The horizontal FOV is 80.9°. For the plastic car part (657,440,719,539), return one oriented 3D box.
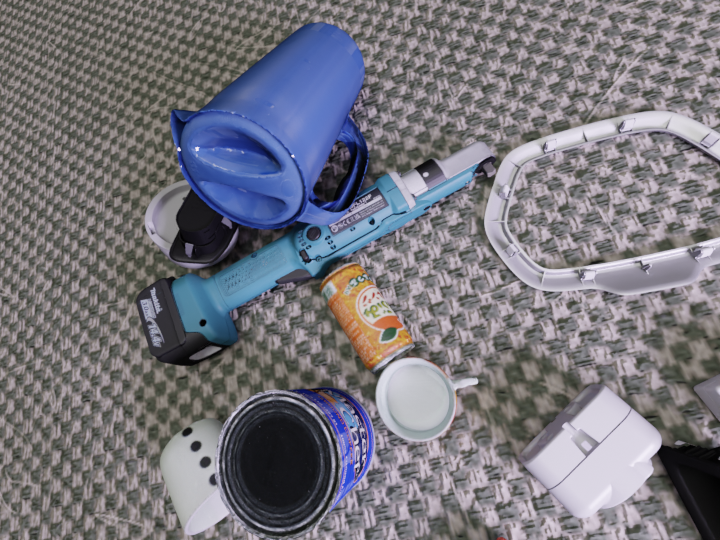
[{"bbox_3d":[0.294,0.178,0.310,0.070,0.066,0.118,-25,84,-8],"label":"plastic car part"}]

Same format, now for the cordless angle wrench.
[{"bbox_3d":[-0.047,-0.030,0.476,0.424,0.071,0.101,-29,69,4],"label":"cordless angle wrench"}]

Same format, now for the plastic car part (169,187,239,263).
[{"bbox_3d":[-0.158,-0.098,0.488,0.066,0.066,0.206,16,62,-3],"label":"plastic car part"}]

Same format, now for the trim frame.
[{"bbox_3d":[0.253,-0.068,0.417,0.252,0.026,0.188,-12,71,11],"label":"trim frame"}]
